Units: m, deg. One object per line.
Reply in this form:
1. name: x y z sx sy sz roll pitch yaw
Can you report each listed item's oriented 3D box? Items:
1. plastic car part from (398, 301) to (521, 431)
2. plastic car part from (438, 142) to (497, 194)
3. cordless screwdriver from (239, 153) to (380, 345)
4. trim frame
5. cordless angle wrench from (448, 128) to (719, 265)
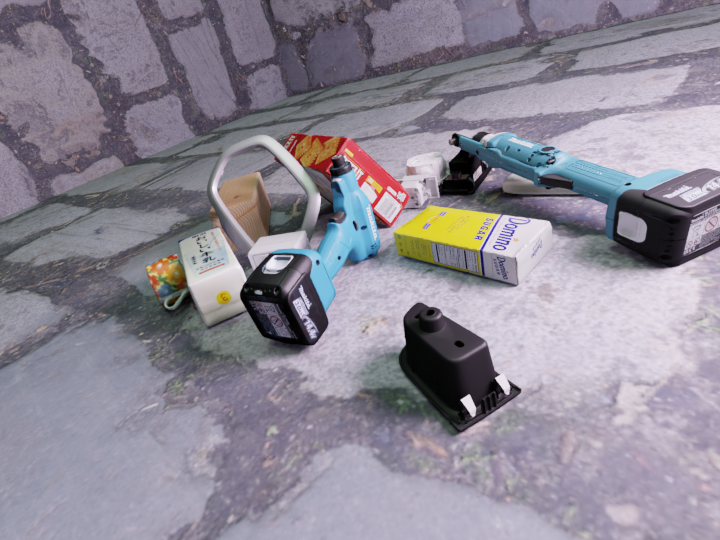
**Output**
1. plastic car part: 0.073 0.069 0.380 0.065 0.068 0.123 -25 32 -18
2. plastic car part: 0.210 -0.208 0.801 0.069 0.065 0.199 -3 28 40
3. cordless screwdriver: -0.053 -0.035 0.544 0.078 0.153 0.247 1 35 31
4. trim frame: -0.170 -0.119 0.718 0.185 0.257 0.026 -46 -19 13
5. cordless angle wrench: 0.264 -0.146 0.598 0.097 0.071 0.445 -23 35 -11
